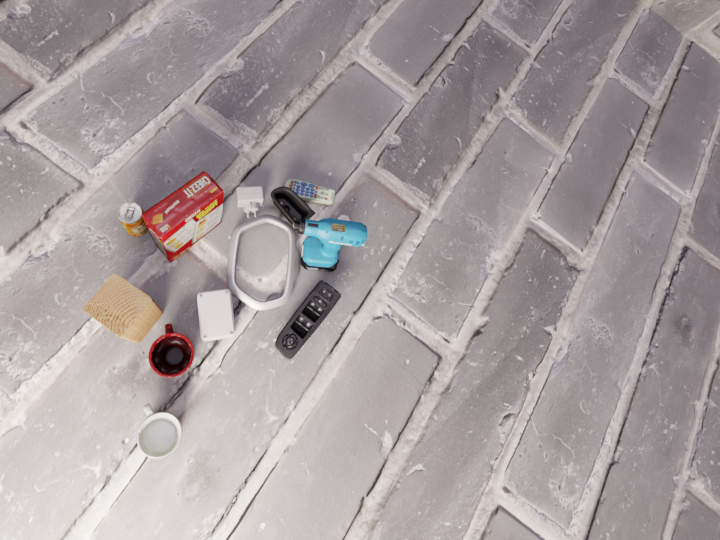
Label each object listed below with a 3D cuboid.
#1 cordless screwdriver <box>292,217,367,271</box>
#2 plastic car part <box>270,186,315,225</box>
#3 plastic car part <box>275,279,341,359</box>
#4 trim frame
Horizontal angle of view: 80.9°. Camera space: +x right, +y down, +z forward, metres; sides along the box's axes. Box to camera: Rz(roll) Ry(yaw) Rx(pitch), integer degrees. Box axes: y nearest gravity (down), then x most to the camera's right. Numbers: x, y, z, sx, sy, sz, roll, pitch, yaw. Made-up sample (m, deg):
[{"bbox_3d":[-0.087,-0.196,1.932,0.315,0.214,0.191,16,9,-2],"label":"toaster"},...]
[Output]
[{"bbox_3d":[-0.098,-0.064,0.998,0.155,0.251,0.075,8,75,-16],"label":"cordless screwdriver"},{"bbox_3d":[-0.185,-0.162,1.102,0.117,0.071,0.065,47,68,1],"label":"plastic car part"},{"bbox_3d":[-0.135,0.121,1.031,0.066,0.067,0.202,38,69,-4],"label":"plastic car part"},{"bbox_3d":[-0.242,-0.024,1.069,0.180,0.028,0.253,4,73,-13],"label":"trim frame"}]
